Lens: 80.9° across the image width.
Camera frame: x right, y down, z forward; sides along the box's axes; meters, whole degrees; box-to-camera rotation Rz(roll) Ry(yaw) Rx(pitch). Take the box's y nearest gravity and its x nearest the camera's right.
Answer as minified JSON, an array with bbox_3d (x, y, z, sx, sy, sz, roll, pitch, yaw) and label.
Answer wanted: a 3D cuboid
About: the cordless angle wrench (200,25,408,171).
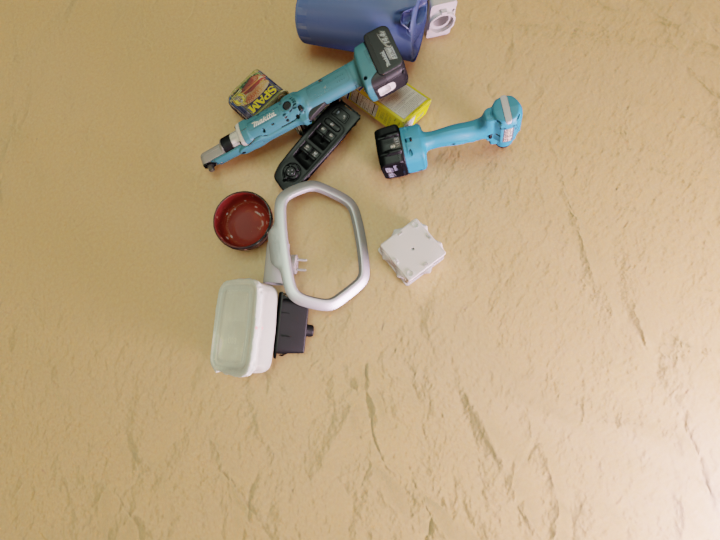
[{"bbox_3d":[-0.125,-0.297,0.788,0.430,0.072,0.099,-22,81,16],"label":"cordless angle wrench"}]

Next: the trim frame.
[{"bbox_3d":[-0.076,-0.050,0.777,0.179,0.028,0.252,-6,78,-17],"label":"trim frame"}]

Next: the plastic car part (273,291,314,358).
[{"bbox_3d":[-0.120,0.099,0.763,0.070,0.066,0.117,3,81,-10],"label":"plastic car part"}]

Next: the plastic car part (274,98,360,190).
[{"bbox_3d":[-0.089,-0.235,0.824,0.067,0.066,0.203,42,89,3],"label":"plastic car part"}]

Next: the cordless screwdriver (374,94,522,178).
[{"bbox_3d":[0.159,-0.234,0.776,0.255,0.153,0.075,-11,82,19],"label":"cordless screwdriver"}]
